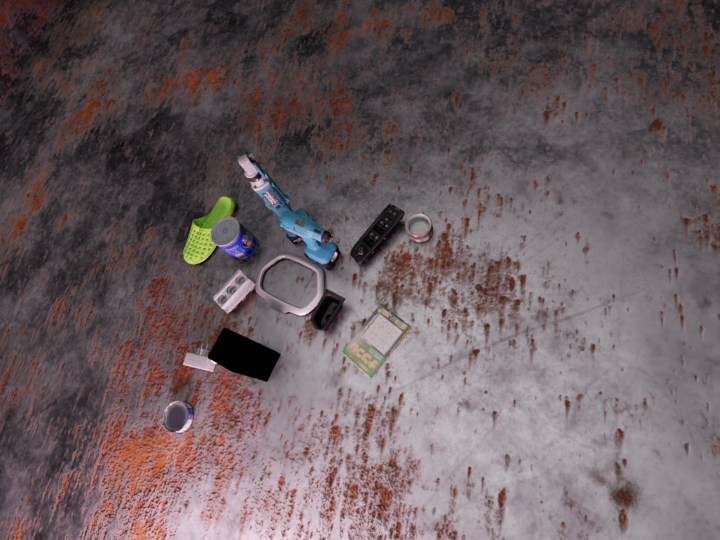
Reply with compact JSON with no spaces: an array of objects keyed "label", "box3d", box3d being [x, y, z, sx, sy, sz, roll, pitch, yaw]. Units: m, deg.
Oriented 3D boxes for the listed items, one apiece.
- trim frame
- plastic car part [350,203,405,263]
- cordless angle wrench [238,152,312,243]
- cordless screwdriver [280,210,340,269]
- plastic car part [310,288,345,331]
[{"label":"trim frame","box3d":[-0.221,0.040,1.318,0.260,0.026,0.184,21,76,26]},{"label":"plastic car part","box3d":[0.049,-0.102,1.265,0.069,0.064,0.202,40,84,27]},{"label":"cordless angle wrench","box3d":[-0.242,-0.203,1.215,0.098,0.404,0.077,-28,64,3]},{"label":"cordless screwdriver","box3d":[-0.119,-0.078,1.213,0.167,0.237,0.074,26,77,24]},{"label":"plastic car part","box3d":[-0.092,0.124,1.214,0.069,0.068,0.116,26,78,25]}]
